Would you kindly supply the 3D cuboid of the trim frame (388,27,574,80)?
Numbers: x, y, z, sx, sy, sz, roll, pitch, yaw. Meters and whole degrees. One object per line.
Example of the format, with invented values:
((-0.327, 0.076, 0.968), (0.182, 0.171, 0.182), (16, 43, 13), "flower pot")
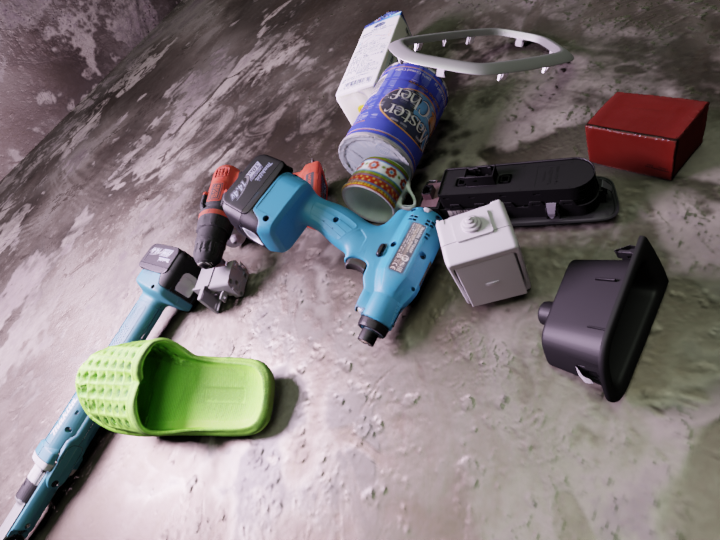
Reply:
((0.156, -0.287, 0.553), (0.243, 0.027, 0.194), (-21, 47, -22), "trim frame")

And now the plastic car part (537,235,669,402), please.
((0.184, 0.035, 0.341), (0.074, 0.063, 0.116), (14, 68, 56), "plastic car part")

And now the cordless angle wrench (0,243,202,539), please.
((-0.358, 0.160, 0.590), (0.103, 0.070, 0.425), (8, 64, 36), "cordless angle wrench")

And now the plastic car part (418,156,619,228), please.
((0.153, -0.086, 0.450), (0.213, 0.064, 0.066), (6, 53, 33), "plastic car part")

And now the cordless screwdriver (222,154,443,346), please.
((-0.048, -0.031, 0.488), (0.258, 0.071, 0.159), (23, 71, 20), "cordless screwdriver")
